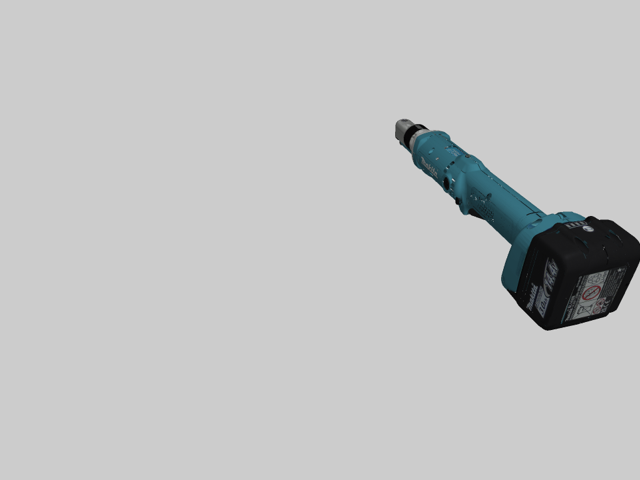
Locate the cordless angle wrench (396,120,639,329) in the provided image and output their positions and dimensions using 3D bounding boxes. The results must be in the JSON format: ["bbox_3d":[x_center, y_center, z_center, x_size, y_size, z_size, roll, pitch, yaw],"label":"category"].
[{"bbox_3d":[0.180,-0.071,0.524,0.074,0.098,0.421,-11,36,-9],"label":"cordless angle wrench"}]
